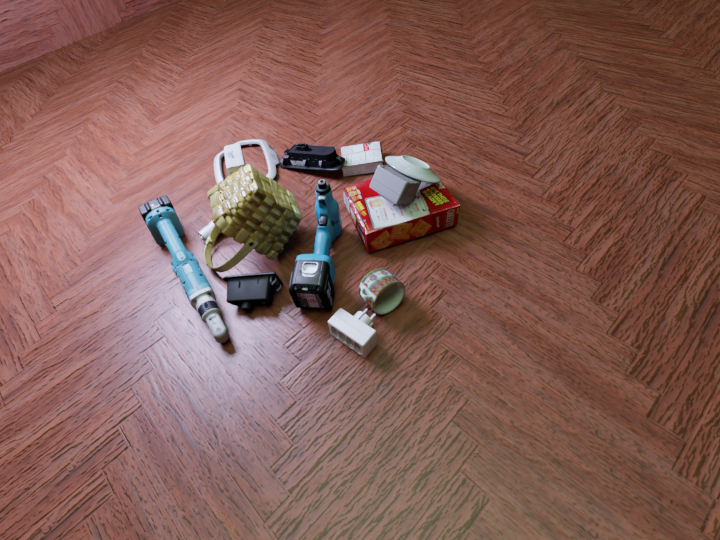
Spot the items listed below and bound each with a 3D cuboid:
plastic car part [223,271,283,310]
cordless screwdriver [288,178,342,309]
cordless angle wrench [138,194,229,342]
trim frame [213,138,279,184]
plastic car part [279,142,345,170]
[{"bbox_3d":[-0.223,0.047,0.864,0.118,0.063,0.073,-6,63,8],"label":"plastic car part"},{"bbox_3d":[-0.084,-0.055,0.857,0.076,0.153,0.254,2,52,8],"label":"cordless screwdriver"},{"bbox_3d":[-0.381,-0.010,0.921,0.073,0.094,0.446,-28,53,-20],"label":"cordless angle wrench"},{"bbox_3d":[-0.324,-0.301,1.200,0.183,0.026,0.261,-19,47,-5],"label":"trim frame"},{"bbox_3d":[-0.131,-0.306,1.127,0.213,0.064,0.066,17,47,31],"label":"plastic car part"}]
